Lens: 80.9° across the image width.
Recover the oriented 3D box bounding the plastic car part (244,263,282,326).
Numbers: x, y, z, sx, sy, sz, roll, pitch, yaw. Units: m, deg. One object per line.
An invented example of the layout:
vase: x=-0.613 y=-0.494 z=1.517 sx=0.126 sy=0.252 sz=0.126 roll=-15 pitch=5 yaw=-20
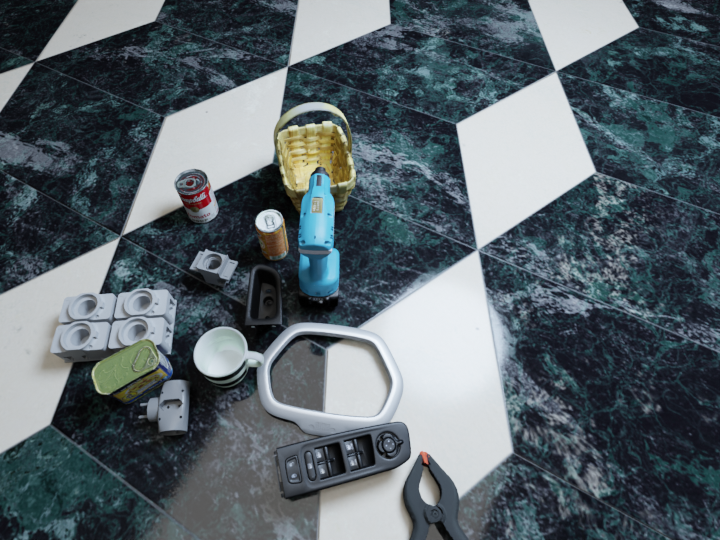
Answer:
plastic car part: x=-0.171 y=0.055 z=0.769 sx=0.066 sy=0.069 sz=0.120 roll=-2 pitch=59 yaw=-3

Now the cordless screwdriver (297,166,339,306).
cordless screwdriver: x=-0.071 y=-0.047 z=0.728 sx=0.074 sy=0.242 sz=0.163 roll=2 pitch=59 yaw=-3

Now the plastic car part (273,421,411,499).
plastic car part: x=-0.022 y=0.279 z=0.629 sx=0.201 sy=0.065 sz=0.069 roll=-12 pitch=60 yaw=-7

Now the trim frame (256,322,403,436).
trim frame: x=-0.053 y=0.180 z=0.714 sx=0.251 sy=0.027 sz=0.188 roll=6 pitch=59 yaw=5
